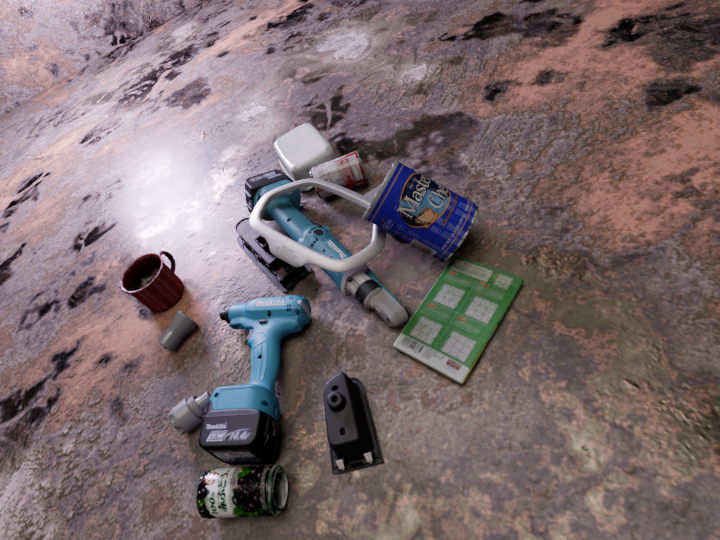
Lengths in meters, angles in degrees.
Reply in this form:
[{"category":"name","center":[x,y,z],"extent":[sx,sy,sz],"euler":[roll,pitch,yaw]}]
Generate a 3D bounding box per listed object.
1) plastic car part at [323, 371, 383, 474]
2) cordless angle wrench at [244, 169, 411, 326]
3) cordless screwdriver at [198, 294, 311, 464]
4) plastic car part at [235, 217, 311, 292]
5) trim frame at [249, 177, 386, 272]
[{"category":"plastic car part","center":[-0.022,0.183,0.537],"extent":[0.066,0.067,0.121],"euler":[-18,51,6]},{"category":"cordless angle wrench","center":[-0.072,-0.047,0.739],"extent":[0.095,0.072,0.447],"euler":[-24,48,-27]},{"category":"cordless screwdriver","center":[-0.171,0.146,0.631],"extent":[0.164,0.071,0.254],"euler":[-7,48,18]},{"category":"plastic car part","center":[-0.181,-0.042,0.794],"extent":[0.066,0.063,0.215],"euler":[-46,48,-7]},{"category":"trim frame","center":[-0.072,-0.082,0.712],"extent":[0.260,0.026,0.183],"euler":[27,57,24]}]
